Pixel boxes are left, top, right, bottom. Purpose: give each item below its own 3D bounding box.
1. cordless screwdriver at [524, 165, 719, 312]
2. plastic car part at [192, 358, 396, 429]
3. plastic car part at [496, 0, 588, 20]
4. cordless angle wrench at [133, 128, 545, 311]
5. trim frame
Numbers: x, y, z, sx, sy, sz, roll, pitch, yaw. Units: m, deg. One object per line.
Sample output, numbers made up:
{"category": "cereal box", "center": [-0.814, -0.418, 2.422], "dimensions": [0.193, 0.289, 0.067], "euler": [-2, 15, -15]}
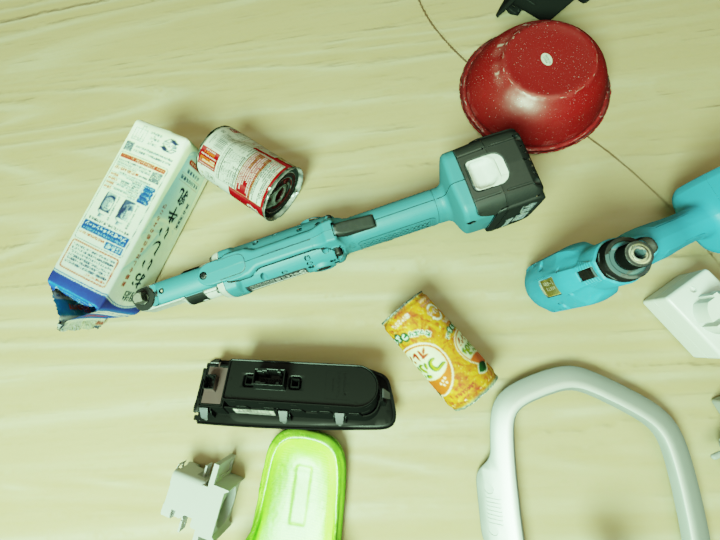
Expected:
{"category": "cordless screwdriver", "center": [0.277, -0.037, 0.355], "dimensions": [0.249, 0.156, 0.076], "euler": [-24, 79, 0]}
{"category": "plastic car part", "center": [-0.066, 0.115, 0.417], "dimensions": [0.205, 0.065, 0.068], "euler": [3, 48, 4]}
{"category": "plastic car part", "center": [0.218, -0.314, 0.457], "dimensions": [0.069, 0.119, 0.066], "euler": [33, 83, -14]}
{"category": "cordless angle wrench", "center": [-0.043, -0.028, 0.442], "dimensions": [0.427, 0.095, 0.076], "euler": [-18, 78, 8]}
{"category": "trim frame", "center": [0.202, 0.213, 0.375], "dimensions": [0.186, 0.027, 0.252], "euler": [-5, 78, 6]}
